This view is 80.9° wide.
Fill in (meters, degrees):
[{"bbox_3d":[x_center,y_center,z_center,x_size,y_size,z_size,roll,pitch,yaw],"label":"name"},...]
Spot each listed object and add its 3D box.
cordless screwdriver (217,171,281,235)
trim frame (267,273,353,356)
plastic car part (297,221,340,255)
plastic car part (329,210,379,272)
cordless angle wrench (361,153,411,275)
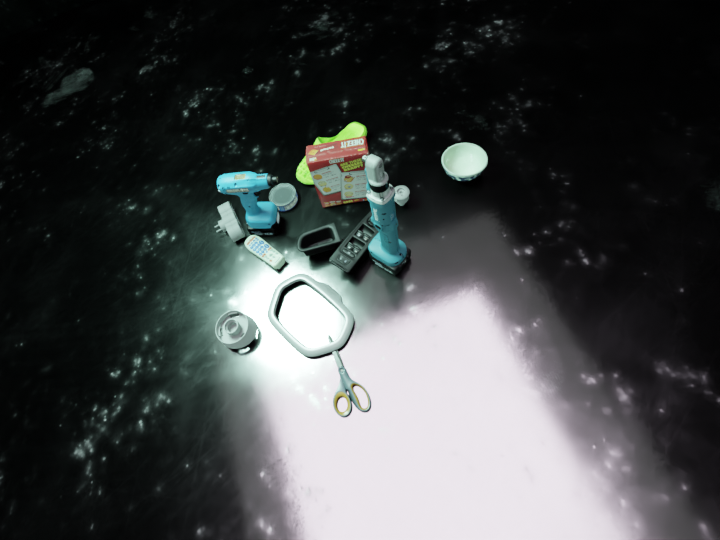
[{"bbox_3d":[-0.277,-0.187,1.174,0.162,0.239,0.076,-1,64,10],"label":"cordless screwdriver"},{"bbox_3d":[-0.133,0.112,1.106,0.260,0.026,0.183,37,76,27],"label":"trim frame"},{"bbox_3d":[-0.115,-0.075,1.176,0.117,0.068,0.068,-19,62,2],"label":"plastic car part"},{"bbox_3d":[0.002,-0.077,1.151,0.069,0.064,0.202,29,73,23],"label":"plastic car part"},{"bbox_3d":[0.054,-0.118,0.964,0.102,0.406,0.074,33,73,22],"label":"cordless angle wrench"}]
